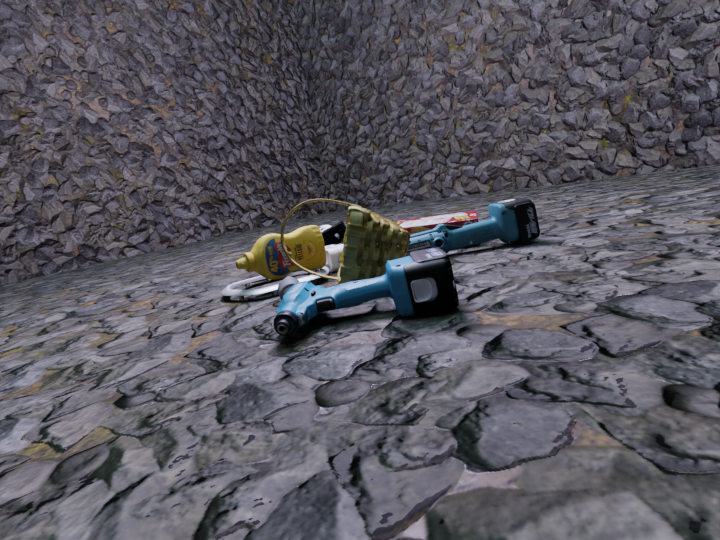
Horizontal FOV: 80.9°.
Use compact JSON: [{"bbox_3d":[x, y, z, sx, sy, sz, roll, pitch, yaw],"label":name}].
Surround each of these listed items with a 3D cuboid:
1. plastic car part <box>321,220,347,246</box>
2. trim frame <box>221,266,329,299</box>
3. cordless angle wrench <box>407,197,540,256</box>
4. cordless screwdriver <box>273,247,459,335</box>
[{"bbox_3d":[-0.108,-0.071,1.109,0.201,0.067,0.067,-27,3,-7],"label":"plastic car part"},{"bbox_3d":[-0.182,0.024,0.925,0.241,0.027,0.193,-18,15,-28],"label":"trim frame"},{"bbox_3d":[0.167,-0.065,0.933,0.423,0.097,0.075,-14,9,1],"label":"cordless angle wrench"},{"bbox_3d":[0.004,0.036,0.588,0.253,0.073,0.159,-12,10,10],"label":"cordless screwdriver"}]
